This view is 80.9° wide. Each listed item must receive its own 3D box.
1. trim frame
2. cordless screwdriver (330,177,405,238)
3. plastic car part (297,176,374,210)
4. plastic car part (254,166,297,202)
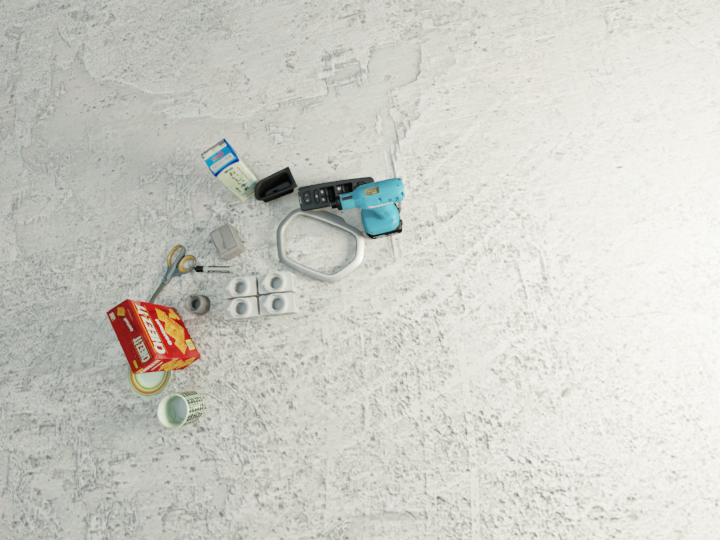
[{"bbox_3d":[-0.110,-0.072,1.123,0.256,0.027,0.184,21,81,15],"label":"trim frame"},{"bbox_3d":[0.024,-0.140,1.002,0.161,0.242,0.076,-11,78,5],"label":"cordless screwdriver"},{"bbox_3d":[-0.060,-0.200,1.126,0.205,0.065,0.067,-10,76,8],"label":"plastic car part"},{"bbox_3d":[-0.231,-0.224,1.163,0.117,0.069,0.068,-25,75,3],"label":"plastic car part"}]
